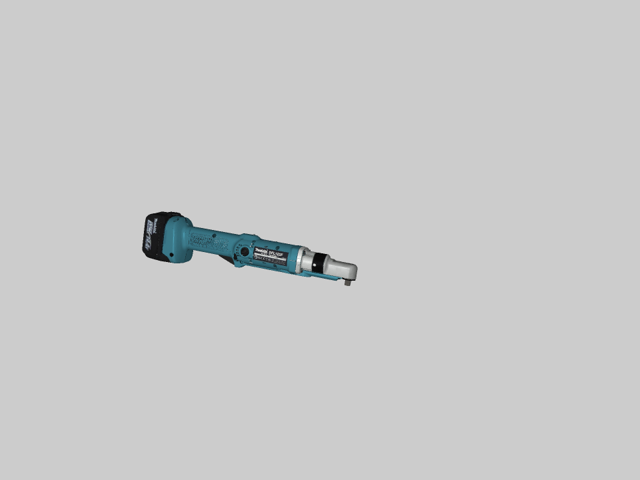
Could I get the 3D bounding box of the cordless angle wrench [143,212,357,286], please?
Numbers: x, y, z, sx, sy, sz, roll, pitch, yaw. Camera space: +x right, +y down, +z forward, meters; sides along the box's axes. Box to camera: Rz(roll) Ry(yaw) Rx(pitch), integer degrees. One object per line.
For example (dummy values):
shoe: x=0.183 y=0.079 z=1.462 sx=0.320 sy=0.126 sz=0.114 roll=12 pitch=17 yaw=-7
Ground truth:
cordless angle wrench: x=-0.137 y=0.022 z=0.816 sx=0.423 sy=0.098 sz=0.074 roll=10 pitch=6 yaw=14
